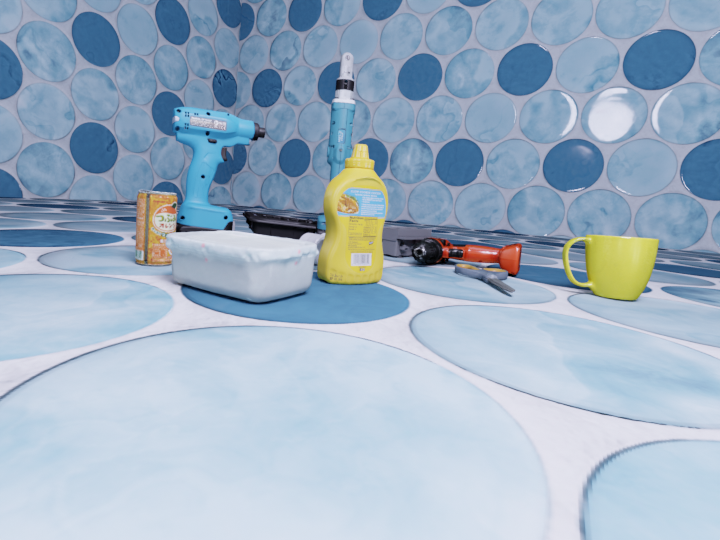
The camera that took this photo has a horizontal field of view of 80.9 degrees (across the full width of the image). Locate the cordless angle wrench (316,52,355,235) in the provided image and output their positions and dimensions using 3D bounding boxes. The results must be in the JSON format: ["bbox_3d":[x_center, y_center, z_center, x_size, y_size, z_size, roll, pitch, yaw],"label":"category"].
[{"bbox_3d":[-0.046,-0.254,0.921,0.074,0.420,0.099,4,7,-6],"label":"cordless angle wrench"}]

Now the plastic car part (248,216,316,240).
[{"bbox_3d":[-0.146,-0.057,0.761,0.113,0.070,0.068,2,8,-17],"label":"plastic car part"}]

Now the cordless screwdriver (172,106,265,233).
[{"bbox_3d":[-0.252,-0.153,0.748,0.153,0.247,0.078,1,8,-27],"label":"cordless screwdriver"}]

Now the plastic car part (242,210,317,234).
[{"bbox_3d":[-0.186,-0.105,1.040,0.196,0.066,0.069,0,9,-25],"label":"plastic car part"}]
